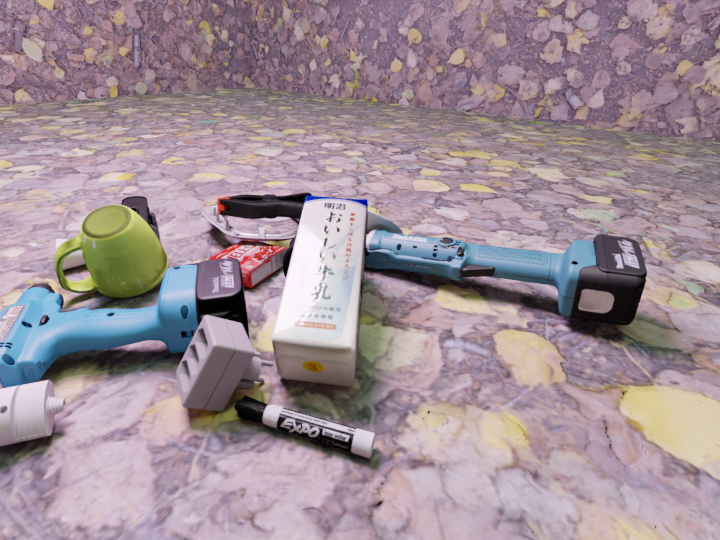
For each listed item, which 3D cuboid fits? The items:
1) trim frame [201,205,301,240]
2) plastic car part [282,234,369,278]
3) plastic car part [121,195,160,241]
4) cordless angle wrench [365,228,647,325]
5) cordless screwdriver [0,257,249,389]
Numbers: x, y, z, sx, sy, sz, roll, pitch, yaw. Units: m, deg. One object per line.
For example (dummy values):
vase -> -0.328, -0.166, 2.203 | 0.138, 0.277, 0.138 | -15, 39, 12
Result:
trim frame -> -0.174, -0.091, 0.720 | 0.178, 0.027, 0.262 | -7, 24, -26
plastic car part -> -0.058, -0.038, 0.589 | 0.117, 0.063, 0.073 | -22, 29, 3
plastic car part -> -0.357, -0.070, 0.668 | 0.065, 0.065, 0.214 | -15, 30, -19
cordless angle wrench -> 0.118, -0.016, 0.575 | 0.440, 0.072, 0.097 | 9, 36, 24
cordless screwdriver -> -0.248, 0.042, 0.451 | 0.243, 0.072, 0.167 | -11, 30, -16
